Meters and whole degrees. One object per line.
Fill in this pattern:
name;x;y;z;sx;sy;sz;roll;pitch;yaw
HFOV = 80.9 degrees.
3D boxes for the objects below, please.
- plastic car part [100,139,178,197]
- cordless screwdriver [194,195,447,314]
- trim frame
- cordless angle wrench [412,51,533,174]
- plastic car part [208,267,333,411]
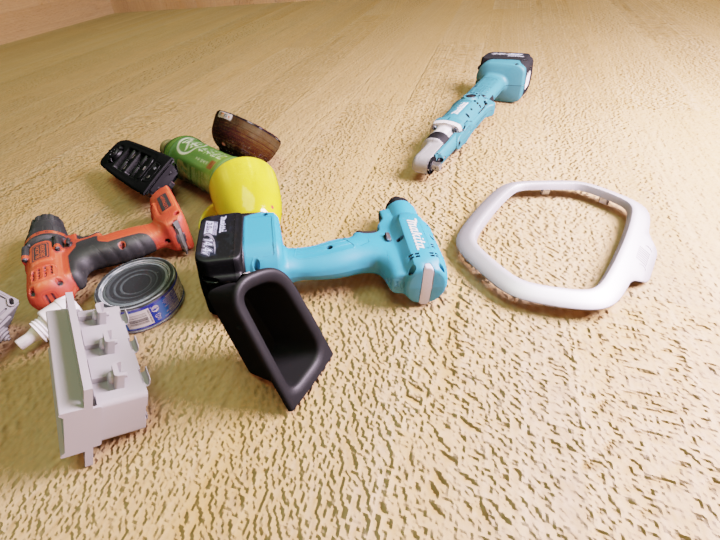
plastic car part;-0.342;-0.159;0.664;0.214;0.063;0.066;27;85;35
cordless screwdriver;-0.045;-0.030;0.464;0.248;0.072;0.165;-3;39;-2
trim frame;0.218;-0.041;0.471;0.194;0.026;0.244;21;45;31
cordless angle wrench;0.189;-0.274;0.726;0.103;0.071;0.419;18;48;27
plastic car part;-0.084;0.048;0.355;0.074;0.112;0.065;-6;31;40
